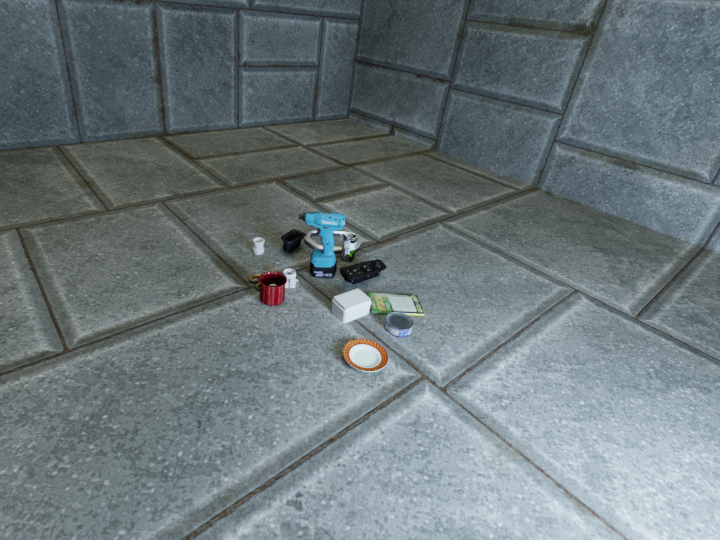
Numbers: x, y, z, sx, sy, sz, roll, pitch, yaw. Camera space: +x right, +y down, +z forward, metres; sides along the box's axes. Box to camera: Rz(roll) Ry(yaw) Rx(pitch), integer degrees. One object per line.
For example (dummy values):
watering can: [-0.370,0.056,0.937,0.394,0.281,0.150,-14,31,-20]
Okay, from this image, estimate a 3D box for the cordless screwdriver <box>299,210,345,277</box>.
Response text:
cordless screwdriver: [-0.147,-0.096,1.508,0.158,0.243,0.076,7,30,-4]

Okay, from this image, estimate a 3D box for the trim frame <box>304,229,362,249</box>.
trim frame: [-0.114,-0.129,1.774,0.244,0.027,0.192,-2,32,-13]

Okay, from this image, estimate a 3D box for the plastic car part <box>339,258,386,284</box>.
plastic car part: [0.013,0.009,1.535,0.196,0.065,0.070,-20,41,-36]

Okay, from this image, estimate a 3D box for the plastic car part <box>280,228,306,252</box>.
plastic car part: [-0.273,-0.109,1.672,0.069,0.069,0.114,21,34,21]
